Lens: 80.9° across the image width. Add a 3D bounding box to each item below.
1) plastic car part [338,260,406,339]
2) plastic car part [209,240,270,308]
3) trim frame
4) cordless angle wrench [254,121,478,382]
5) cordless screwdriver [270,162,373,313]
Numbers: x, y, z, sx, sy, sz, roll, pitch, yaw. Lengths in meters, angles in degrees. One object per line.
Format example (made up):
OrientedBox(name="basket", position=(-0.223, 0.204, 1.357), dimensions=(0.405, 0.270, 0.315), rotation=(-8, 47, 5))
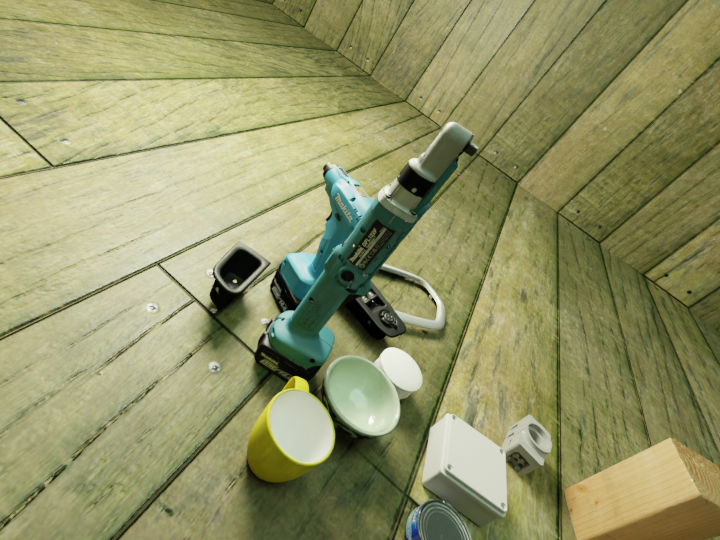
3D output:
OrientedBox(name="plastic car part", position=(-0.003, 0.053, 0.796), dimensions=(0.210, 0.067, 0.064), rotation=(46, 34, 18))
OrientedBox(name="plastic car part", position=(-0.203, 0.016, 0.668), dimensions=(0.066, 0.071, 0.117), rotation=(33, 33, -4))
OrientedBox(name="trim frame", position=(0.088, 0.048, 0.917), dimensions=(0.238, 0.027, 0.192), rotation=(15, 37, -27))
OrientedBox(name="cordless angle wrench", position=(-0.009, -0.004, 0.537), dimensions=(0.097, 0.424, 0.075), rotation=(35, 33, -5))
OrientedBox(name="cordless screwdriver", position=(-0.068, -0.045, 0.699), dimensions=(0.071, 0.249, 0.167), rotation=(3, 46, -41))
